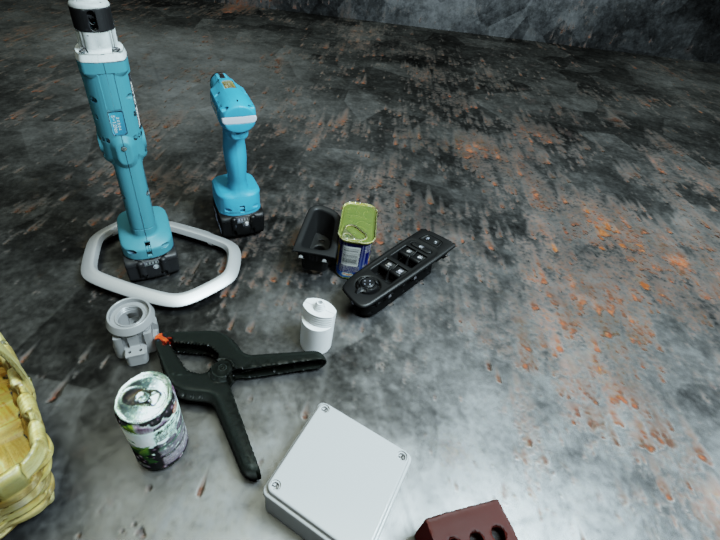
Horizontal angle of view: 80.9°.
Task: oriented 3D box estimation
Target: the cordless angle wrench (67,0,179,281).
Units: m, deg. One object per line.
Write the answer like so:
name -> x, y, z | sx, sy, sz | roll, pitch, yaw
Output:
cordless angle wrench -> -0.300, -0.164, 0.533 | 0.072, 0.412, 0.103 | -13, 47, -24

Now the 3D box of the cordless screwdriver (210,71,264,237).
cordless screwdriver -> -0.211, -0.187, 0.693 | 0.072, 0.243, 0.167 | -11, 46, -22

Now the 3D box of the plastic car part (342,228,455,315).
plastic car part -> 0.053, 0.006, 0.643 | 0.198, 0.065, 0.070 | -30, 54, -33

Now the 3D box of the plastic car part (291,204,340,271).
plastic car part -> -0.067, -0.044, 0.681 | 0.066, 0.069, 0.119 | 9, 42, 1

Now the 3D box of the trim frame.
trim frame -> -0.309, -0.022, 0.662 | 0.253, 0.027, 0.186 | 13, 43, 8
